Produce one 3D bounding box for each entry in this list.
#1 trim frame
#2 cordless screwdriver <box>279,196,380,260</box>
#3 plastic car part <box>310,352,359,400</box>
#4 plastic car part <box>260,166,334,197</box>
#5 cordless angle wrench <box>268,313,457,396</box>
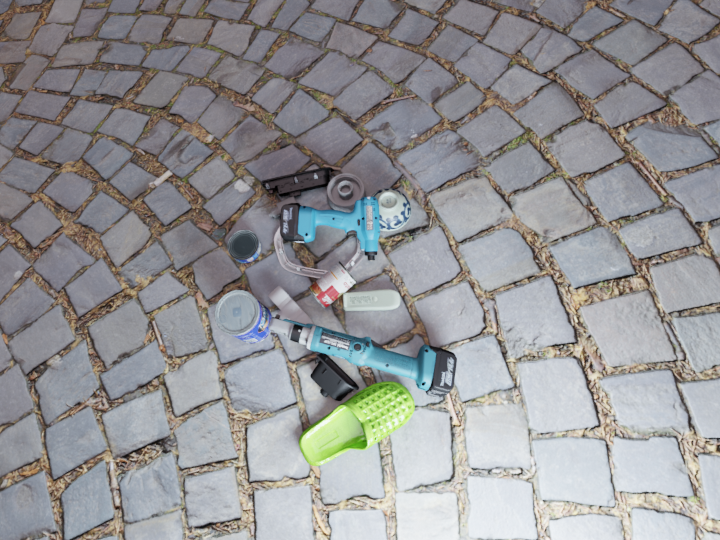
[{"bbox_3d":[-0.109,-0.071,1.110,0.254,0.026,0.186,9,71,13],"label":"trim frame"},{"bbox_3d":[-0.076,-0.100,1.066,0.251,0.073,0.160,-2,87,5],"label":"cordless screwdriver"},{"bbox_3d":[-0.070,0.254,0.972,0.120,0.064,0.071,44,95,15],"label":"plastic car part"},{"bbox_3d":[-0.167,-0.241,1.162,0.203,0.065,0.068,-16,80,1],"label":"plastic car part"},{"bbox_3d":[-0.007,0.179,0.952,0.429,0.072,0.099,15,61,7],"label":"cordless angle wrench"}]
